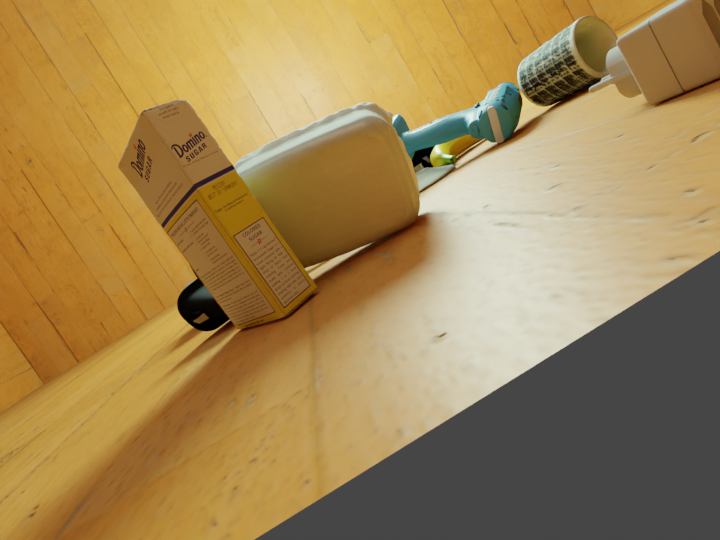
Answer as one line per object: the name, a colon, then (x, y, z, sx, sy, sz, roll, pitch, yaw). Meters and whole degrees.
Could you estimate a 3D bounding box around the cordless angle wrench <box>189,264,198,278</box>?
cordless angle wrench: (-0.116, -0.081, 0.785, 0.076, 0.097, 0.414, -29, 6, 44)

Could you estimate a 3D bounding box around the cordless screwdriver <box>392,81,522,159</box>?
cordless screwdriver: (0.110, -0.216, 0.640, 0.259, 0.071, 0.159, -8, 32, 33)

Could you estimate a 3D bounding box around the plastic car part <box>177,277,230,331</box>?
plastic car part: (-0.126, 0.020, 0.451, 0.074, 0.064, 0.115, -10, 23, 31)

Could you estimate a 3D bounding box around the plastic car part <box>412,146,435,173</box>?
plastic car part: (0.113, -0.206, 0.780, 0.201, 0.067, 0.067, -31, 0, -11)
